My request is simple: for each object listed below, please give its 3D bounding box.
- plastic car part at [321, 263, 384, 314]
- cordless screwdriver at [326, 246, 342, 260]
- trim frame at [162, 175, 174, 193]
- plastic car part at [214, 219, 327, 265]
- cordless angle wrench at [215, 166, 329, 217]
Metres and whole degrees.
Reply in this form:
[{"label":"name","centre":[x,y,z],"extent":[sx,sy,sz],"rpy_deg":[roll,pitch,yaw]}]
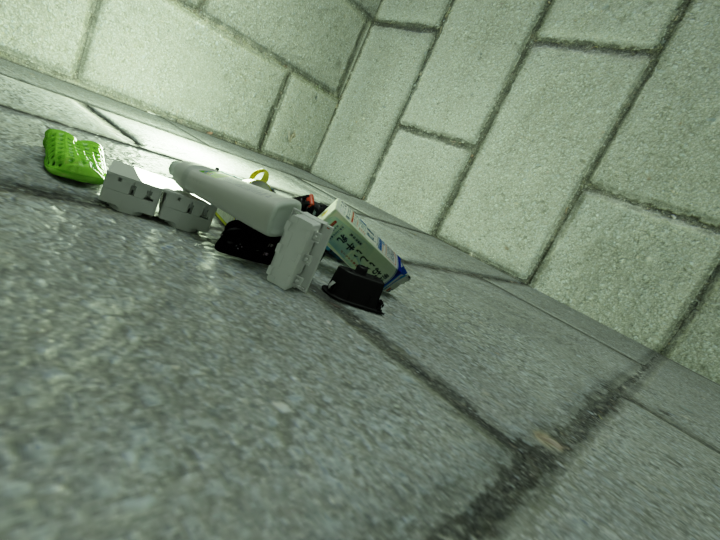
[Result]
[{"label":"plastic car part","centre":[-0.004,0.026,0.773],"extent":[0.112,0.071,0.069],"rpy_deg":[22,11,-25]},{"label":"cordless screwdriver","centre":[-0.094,-0.062,0.966],"extent":[0.168,0.074,0.236],"rpy_deg":[35,12,32]},{"label":"trim frame","centre":[-0.392,-0.185,1.027],"extent":[0.189,0.027,0.243],"rpy_deg":[26,15,13]},{"label":"plastic car part","centre":[-0.162,-0.050,0.763],"extent":[0.193,0.067,0.070],"rpy_deg":[9,46,-36]},{"label":"cordless angle wrench","centre":[-0.281,-0.211,1.214],"extent":[0.443,0.097,0.071],"rpy_deg":[26,11,26]}]
